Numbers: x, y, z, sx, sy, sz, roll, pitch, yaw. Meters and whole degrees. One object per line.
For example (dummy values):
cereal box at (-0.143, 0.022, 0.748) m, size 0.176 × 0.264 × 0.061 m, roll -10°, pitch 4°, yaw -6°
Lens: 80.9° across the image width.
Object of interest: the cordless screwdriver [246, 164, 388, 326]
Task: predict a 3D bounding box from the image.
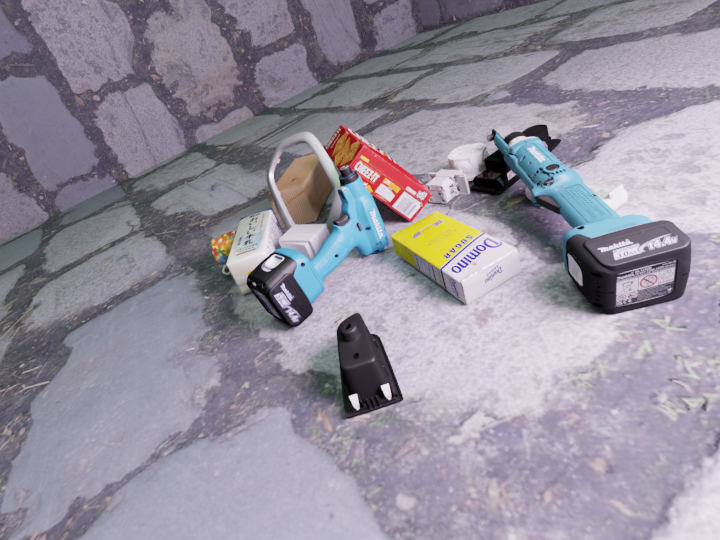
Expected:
cordless screwdriver at (-0.065, -0.042, 0.661) m, size 0.245 × 0.152 × 0.078 m, roll -41°, pitch 33°, yaw -25°

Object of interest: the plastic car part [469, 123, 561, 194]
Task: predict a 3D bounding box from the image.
plastic car part at (0.287, -0.214, 0.783) m, size 0.200 × 0.065 × 0.069 m, roll -34°, pitch 24°, yaw -21°

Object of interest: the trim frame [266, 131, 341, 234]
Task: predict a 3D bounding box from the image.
trim frame at (-0.116, -0.161, 0.843) m, size 0.026 × 0.258 × 0.186 m, roll -1°, pitch -35°, yaw -50°

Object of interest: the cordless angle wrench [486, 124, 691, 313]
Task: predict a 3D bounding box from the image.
cordless angle wrench at (0.269, -0.120, 0.591) m, size 0.099 × 0.071 × 0.437 m, roll -18°, pitch 37°, yaw 9°

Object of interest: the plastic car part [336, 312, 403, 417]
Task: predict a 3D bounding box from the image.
plastic car part at (-0.003, 0.096, 0.490) m, size 0.066 × 0.068 × 0.121 m, roll -20°, pitch 33°, yaw 2°
